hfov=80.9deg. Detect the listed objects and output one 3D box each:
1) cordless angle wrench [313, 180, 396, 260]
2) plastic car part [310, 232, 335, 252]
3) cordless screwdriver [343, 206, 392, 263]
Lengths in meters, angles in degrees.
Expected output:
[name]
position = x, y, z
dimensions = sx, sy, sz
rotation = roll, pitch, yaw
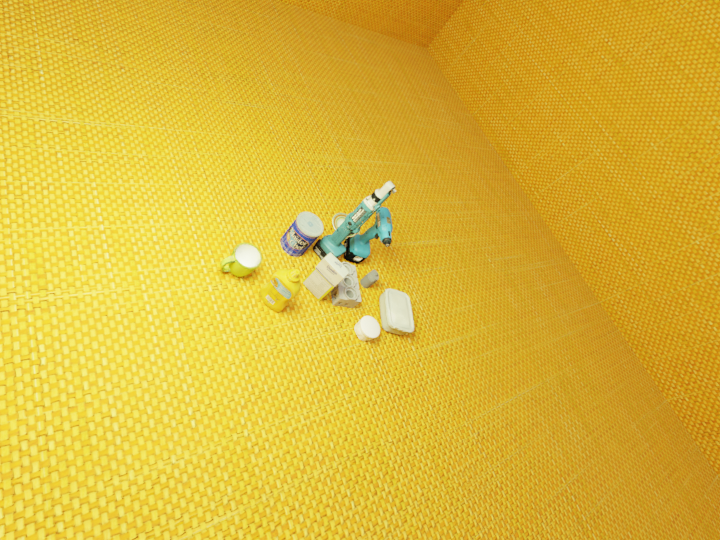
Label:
[cordless angle wrench]
position = -0.021, -0.165, 1.440
dimensions = 0.099, 0.428, 0.072
rotation = 53, 44, 4
[plastic car part]
position = -0.152, -0.099, 1.553
dimensions = 0.113, 0.072, 0.067
rotation = 28, 47, -16
[cordless screwdriver]
position = 0.032, -0.104, 1.556
dimensions = 0.071, 0.252, 0.164
rotation = 17, 51, -28
